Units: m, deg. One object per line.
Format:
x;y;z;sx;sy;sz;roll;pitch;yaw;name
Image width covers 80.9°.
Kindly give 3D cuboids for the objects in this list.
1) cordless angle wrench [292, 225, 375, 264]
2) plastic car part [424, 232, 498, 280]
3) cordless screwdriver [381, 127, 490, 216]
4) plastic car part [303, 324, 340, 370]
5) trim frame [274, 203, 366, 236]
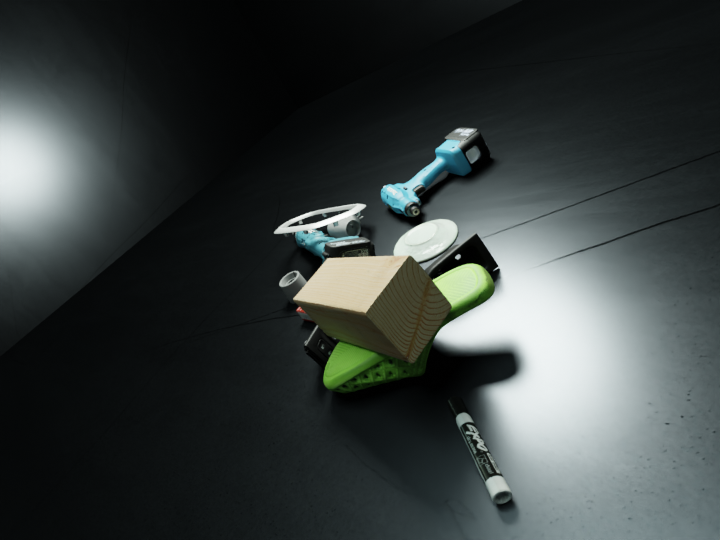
-0.095;-0.062;0.976;0.095;0.073;0.441;-10;16;-21;cordless angle wrench
0.141;-0.002;0.666;0.117;0.065;0.072;-36;11;1;plastic car part
0.171;-0.212;0.940;0.249;0.071;0.166;-37;28;2;cordless screwdriver
-0.032;0.078;0.717;0.202;0.066;0.068;-57;9;-35;plastic car part
-0.099;-0.121;1.010;0.260;0.027;0.180;-3;24;46;trim frame
